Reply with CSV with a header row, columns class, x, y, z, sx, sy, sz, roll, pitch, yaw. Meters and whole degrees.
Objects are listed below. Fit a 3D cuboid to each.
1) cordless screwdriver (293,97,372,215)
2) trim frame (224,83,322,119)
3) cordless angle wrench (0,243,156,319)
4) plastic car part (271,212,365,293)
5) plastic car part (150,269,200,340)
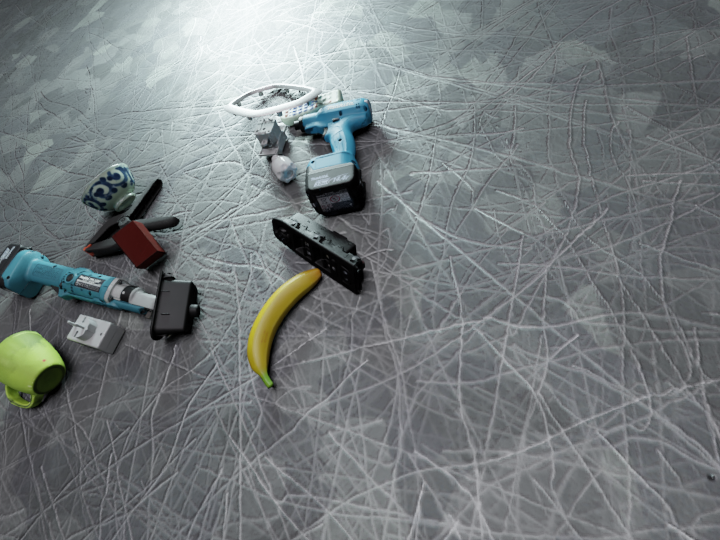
class,x,y,z,sx,sy,sz,roll,pitch,yaw
cordless screwdriver,-0.062,-0.219,0.787,0.163,0.071,0.255,-7,55,16
trim frame,-0.188,-0.365,0.905,0.181,0.026,0.263,-35,39,-22
cordless angle wrench,-0.548,0.027,0.823,0.439,0.071,0.099,9,65,22
plastic car part,-0.068,-0.044,0.691,0.214,0.063,0.066,28,63,31
plastic car part,-0.310,0.063,0.723,0.071,0.064,0.120,-5,62,-1
